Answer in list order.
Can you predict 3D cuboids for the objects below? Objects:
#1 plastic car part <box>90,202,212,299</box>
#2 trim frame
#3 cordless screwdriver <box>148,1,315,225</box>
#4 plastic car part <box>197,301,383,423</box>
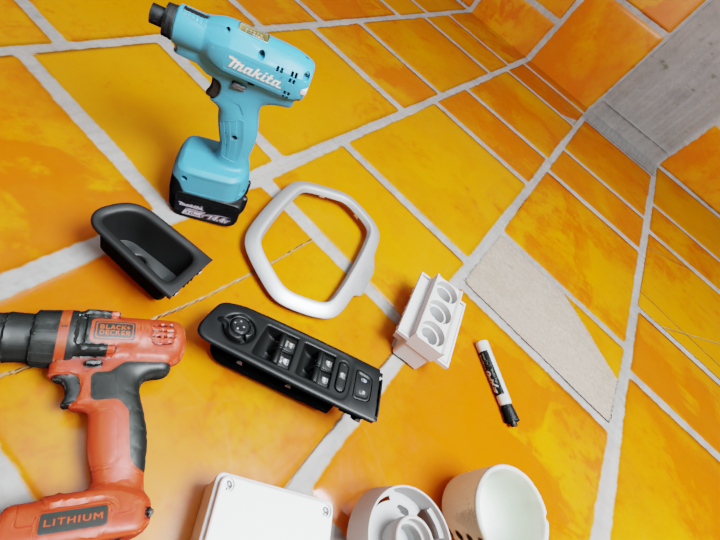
[{"bbox_3d":[-0.230,-0.014,0.452,0.117,0.071,0.065,38,44,0],"label":"plastic car part"},{"bbox_3d":[-0.059,-0.039,0.606,0.183,0.027,0.249,33,45,-4],"label":"trim frame"},{"bbox_3d":[-0.172,-0.164,0.483,0.154,0.250,0.076,19,49,-21],"label":"cordless screwdriver"},{"bbox_3d":[-0.078,0.099,0.453,0.200,0.067,0.067,30,45,-7],"label":"plastic car part"}]
